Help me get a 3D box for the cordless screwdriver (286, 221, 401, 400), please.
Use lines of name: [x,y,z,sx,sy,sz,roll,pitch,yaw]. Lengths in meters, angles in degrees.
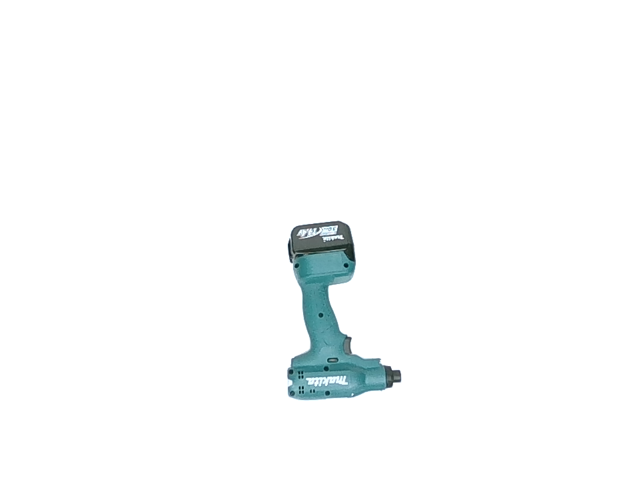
cordless screwdriver: [0.028,0.100,0.619,0.159,0.248,0.074,-2,-16,-2]
